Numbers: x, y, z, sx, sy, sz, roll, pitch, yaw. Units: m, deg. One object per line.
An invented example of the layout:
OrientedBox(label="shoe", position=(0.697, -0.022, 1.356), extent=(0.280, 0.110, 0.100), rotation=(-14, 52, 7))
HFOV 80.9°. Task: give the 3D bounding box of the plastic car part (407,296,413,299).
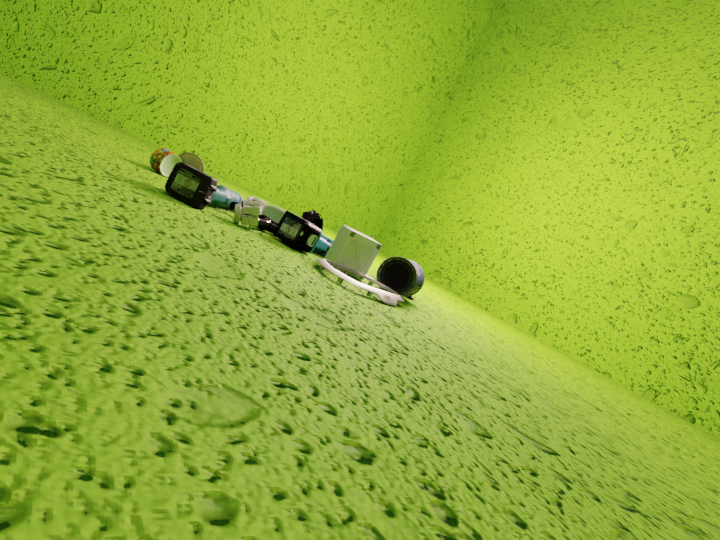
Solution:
OrientedBox(label="plastic car part", position=(0.116, 0.029, 1.247), extent=(0.117, 0.071, 0.066), rotation=(24, 6, 3))

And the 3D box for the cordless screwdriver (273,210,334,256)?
OrientedBox(label="cordless screwdriver", position=(-0.110, -0.072, 1.129), extent=(0.167, 0.074, 0.237), rotation=(29, 2, 25))

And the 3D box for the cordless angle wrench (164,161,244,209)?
OrientedBox(label="cordless angle wrench", position=(-0.366, -0.194, 1.097), extent=(0.098, 0.074, 0.422), rotation=(27, 3, -1))

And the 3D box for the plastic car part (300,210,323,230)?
OrientedBox(label="plastic car part", position=(-0.151, -0.134, 1.267), extent=(0.066, 0.069, 0.199), rotation=(-15, -16, -9))

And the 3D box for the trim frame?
OrientedBox(label="trim frame", position=(0.001, 0.027, 0.955), extent=(0.195, 0.027, 0.235), rotation=(30, 4, 38))
